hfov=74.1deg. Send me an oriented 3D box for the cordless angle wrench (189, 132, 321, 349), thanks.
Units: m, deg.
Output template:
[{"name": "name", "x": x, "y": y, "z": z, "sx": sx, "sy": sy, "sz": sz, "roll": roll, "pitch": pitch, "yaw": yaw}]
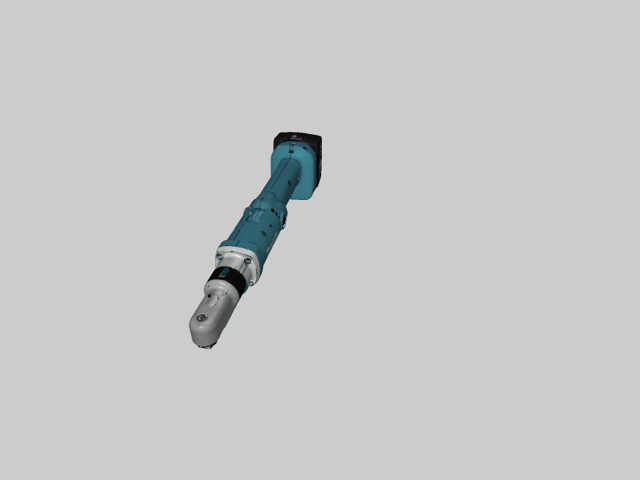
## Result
[{"name": "cordless angle wrench", "x": -0.074, "y": -0.028, "z": 0.567, "sx": 0.074, "sy": 0.098, "sz": 0.421, "roll": 7, "pitch": 36, "yaw": 9}]
